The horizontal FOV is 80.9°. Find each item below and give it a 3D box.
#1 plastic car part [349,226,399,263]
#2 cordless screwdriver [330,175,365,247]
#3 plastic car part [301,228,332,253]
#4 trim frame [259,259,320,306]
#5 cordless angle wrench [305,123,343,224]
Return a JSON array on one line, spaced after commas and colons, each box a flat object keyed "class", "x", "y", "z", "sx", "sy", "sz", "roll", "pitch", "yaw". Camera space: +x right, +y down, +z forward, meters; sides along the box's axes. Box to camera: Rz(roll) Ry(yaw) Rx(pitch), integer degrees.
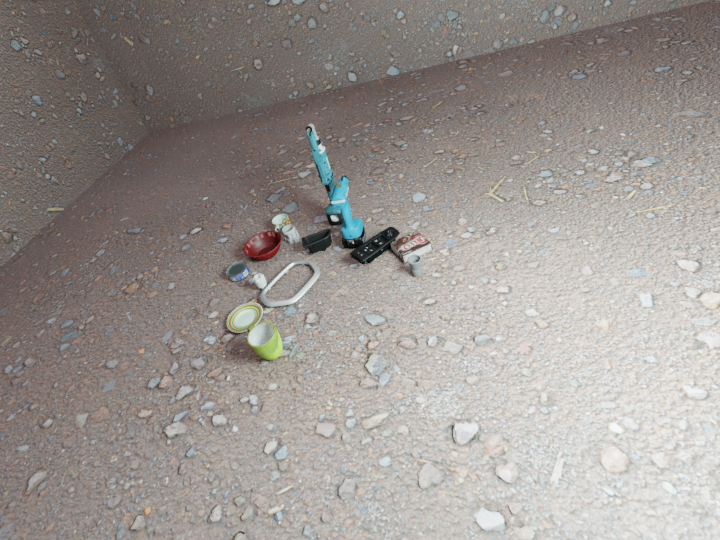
[{"class": "plastic car part", "x": 0.060, "y": -0.081, "z": 1.473, "sx": 0.200, "sy": 0.064, "sz": 0.070, "roll": -40, "pitch": 42, "yaw": -22}, {"class": "cordless screwdriver", "x": -0.043, "y": -0.212, "z": 1.532, "sx": 0.076, "sy": 0.238, "sz": 0.162, "roll": -6, "pitch": 39, "yaw": 15}, {"class": "plastic car part", "x": -0.155, "y": -0.102, "z": 1.590, "sx": 0.117, "sy": 0.068, "sz": 0.069, "roll": -18, "pitch": 38, "yaw": 2}, {"class": "trim frame", "x": -0.249, "y": 0.043, "z": 1.495, "sx": 0.194, "sy": 0.026, "sz": 0.247, "roll": 13, "pitch": 49, "yaw": 35}, {"class": "cordless angle wrench", "x": -0.132, "y": -0.364, "z": 1.616, "sx": 0.077, "sy": 0.404, "sz": 0.099, "roll": -2, "pitch": 40, "yaw": 20}]
